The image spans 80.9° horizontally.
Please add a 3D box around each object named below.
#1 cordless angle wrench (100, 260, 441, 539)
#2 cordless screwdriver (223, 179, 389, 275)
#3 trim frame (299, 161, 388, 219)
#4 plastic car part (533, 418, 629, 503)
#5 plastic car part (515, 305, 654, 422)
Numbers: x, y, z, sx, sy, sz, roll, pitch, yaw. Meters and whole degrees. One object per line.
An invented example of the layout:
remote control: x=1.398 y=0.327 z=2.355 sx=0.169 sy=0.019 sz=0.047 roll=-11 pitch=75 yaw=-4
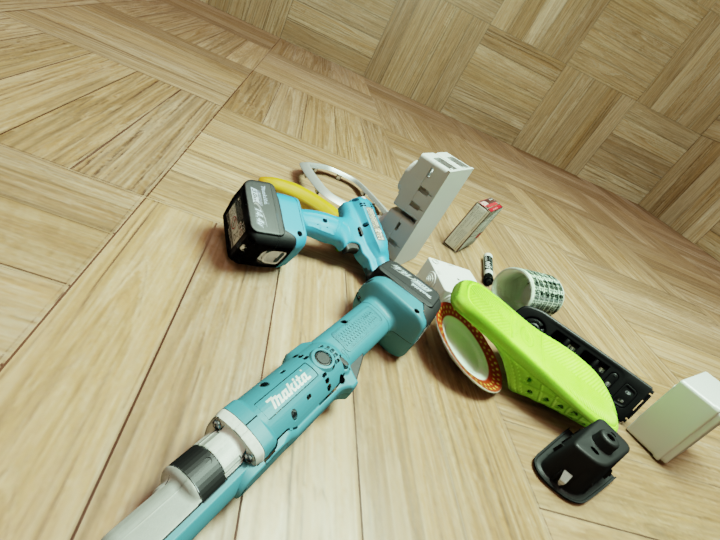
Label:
cordless angle wrench: x=-0.042 y=0.100 z=0.398 sx=0.101 sy=0.074 sz=0.412 roll=36 pitch=33 yaw=15
cordless screwdriver: x=-0.057 y=-0.037 z=0.586 sx=0.237 sy=0.075 sz=0.165 roll=1 pitch=59 yaw=-39
trim frame: x=-0.026 y=-0.152 z=0.822 sx=0.176 sy=0.027 sz=0.262 roll=12 pitch=26 yaw=-32
plastic car part: x=0.253 y=0.202 z=0.466 sx=0.111 sy=0.071 sz=0.069 roll=1 pitch=39 yaw=-43
plastic car part: x=0.322 y=0.127 z=0.647 sx=0.210 sy=0.066 sz=0.065 roll=38 pitch=21 yaw=19
